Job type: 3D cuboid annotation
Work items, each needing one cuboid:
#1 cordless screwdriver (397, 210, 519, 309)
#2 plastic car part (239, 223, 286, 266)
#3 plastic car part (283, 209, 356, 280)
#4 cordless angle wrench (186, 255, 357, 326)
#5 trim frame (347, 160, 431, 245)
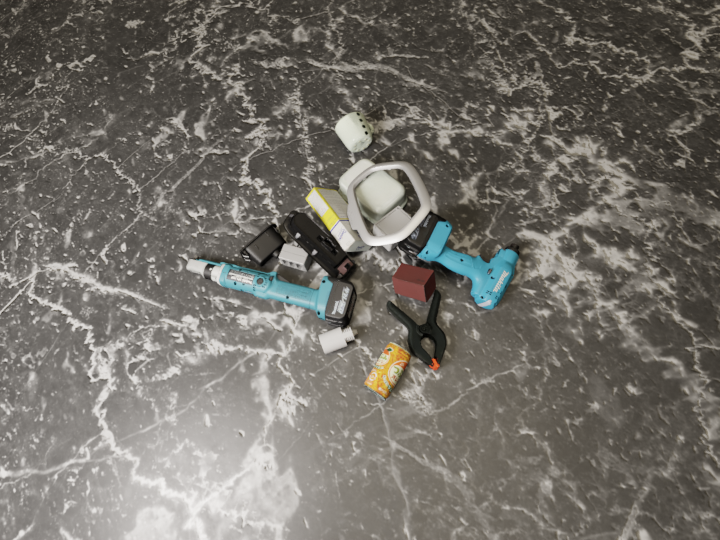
[{"bbox_3d":[0.219,-0.047,0.920,0.250,0.074,0.159,34,74,3],"label":"cordless screwdriver"},{"bbox_3d":[-0.228,-0.055,1.031,0.115,0.065,0.072,-41,83,-14],"label":"plastic car part"},{"bbox_3d":[-0.095,-0.062,0.969,0.205,0.067,0.066,42,72,4],"label":"plastic car part"},{"bbox_3d":[-0.223,0.033,0.982,0.436,0.071,0.099,13,69,16],"label":"cordless angle wrench"},{"bbox_3d":[0.054,-0.155,0.942,0.186,0.026,0.259,-26,51,11],"label":"trim frame"}]
